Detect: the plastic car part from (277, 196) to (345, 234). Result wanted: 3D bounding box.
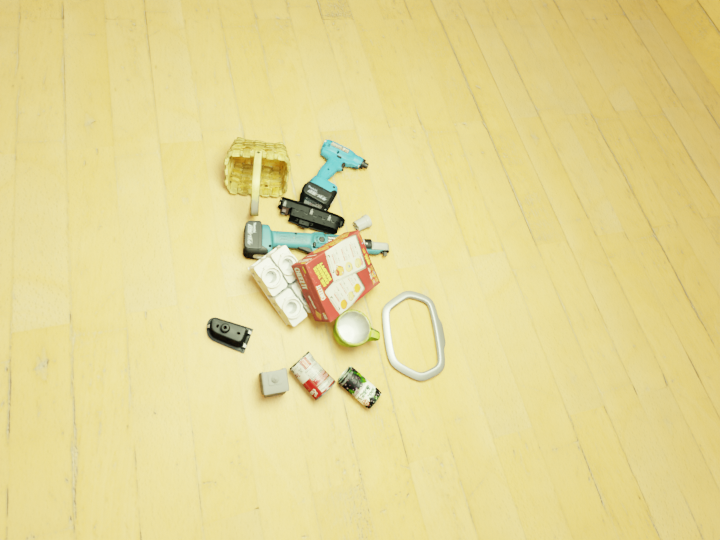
[{"bbox_3d":[-0.141,-0.152,1.221,0.200,0.066,0.068,13,56,-9],"label":"plastic car part"}]

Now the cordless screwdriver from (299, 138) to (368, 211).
[{"bbox_3d":[-0.079,-0.281,1.291,0.159,0.074,0.251,23,61,-3],"label":"cordless screwdriver"}]

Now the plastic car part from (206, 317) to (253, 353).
[{"bbox_3d":[-0.332,0.153,1.060,0.115,0.071,0.067,22,65,-7],"label":"plastic car part"}]

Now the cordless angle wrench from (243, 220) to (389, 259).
[{"bbox_3d":[-0.117,-0.077,1.202,0.413,0.074,0.100,2,70,-14],"label":"cordless angle wrench"}]

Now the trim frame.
[{"bbox_3d":[0.151,0.177,1.176,0.181,0.027,0.255,-2,67,-12],"label":"trim frame"}]
